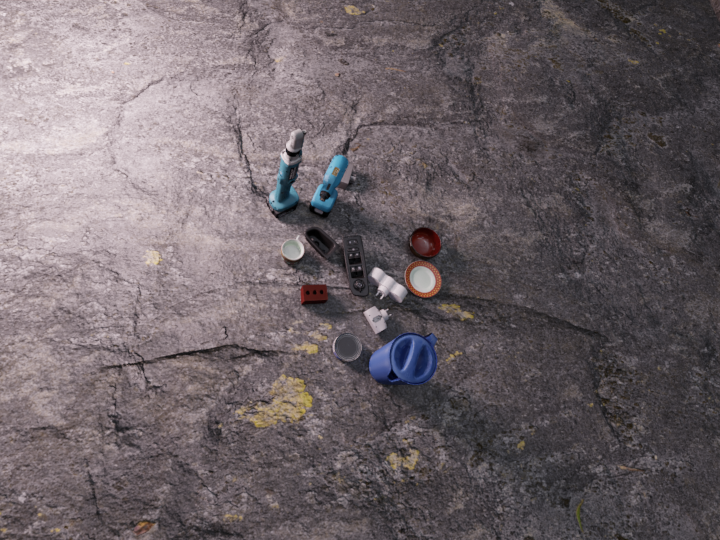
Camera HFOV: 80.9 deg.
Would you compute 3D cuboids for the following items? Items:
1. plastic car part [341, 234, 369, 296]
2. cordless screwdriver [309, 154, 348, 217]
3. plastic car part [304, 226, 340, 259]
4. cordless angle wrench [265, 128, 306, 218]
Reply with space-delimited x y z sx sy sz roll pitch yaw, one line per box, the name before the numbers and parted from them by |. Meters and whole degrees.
plastic car part | -0.020 -0.009 1.378 0.065 0.067 0.208 -5 71 -15
cordless screwdriver | -0.110 -0.244 1.352 0.074 0.249 0.160 25 67 -7
plastic car part | -0.135 -0.089 1.384 0.118 0.071 0.065 43 67 5
cordless angle wrench | -0.215 -0.283 1.253 0.096 0.423 0.076 -29 82 -22
